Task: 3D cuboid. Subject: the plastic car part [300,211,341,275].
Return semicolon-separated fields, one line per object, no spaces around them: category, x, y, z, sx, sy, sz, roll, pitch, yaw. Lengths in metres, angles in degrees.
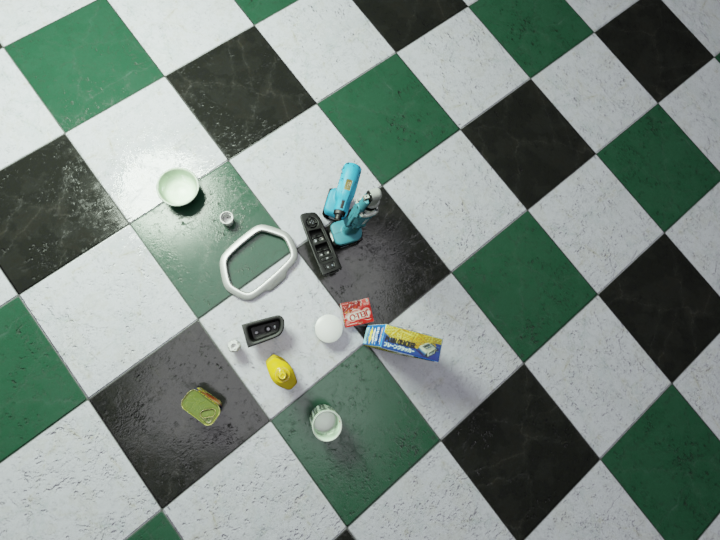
plastic car part;-0.125;-0.082;1.279;0.065;0.067;0.206;-20;82;-12

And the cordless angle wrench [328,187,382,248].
cordless angle wrench;-0.008;-0.139;1.122;0.096;0.425;0.075;-17;86;-14

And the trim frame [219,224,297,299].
trim frame;-0.306;-0.026;1.267;0.247;0.027;0.185;-43;86;-13

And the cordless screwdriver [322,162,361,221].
cordless screwdriver;-0.061;-0.193;1.217;0.073;0.250;0.160;17;78;-9

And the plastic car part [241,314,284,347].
plastic car part;-0.273;0.170;1.208;0.115;0.071;0.067;-17;83;-11
